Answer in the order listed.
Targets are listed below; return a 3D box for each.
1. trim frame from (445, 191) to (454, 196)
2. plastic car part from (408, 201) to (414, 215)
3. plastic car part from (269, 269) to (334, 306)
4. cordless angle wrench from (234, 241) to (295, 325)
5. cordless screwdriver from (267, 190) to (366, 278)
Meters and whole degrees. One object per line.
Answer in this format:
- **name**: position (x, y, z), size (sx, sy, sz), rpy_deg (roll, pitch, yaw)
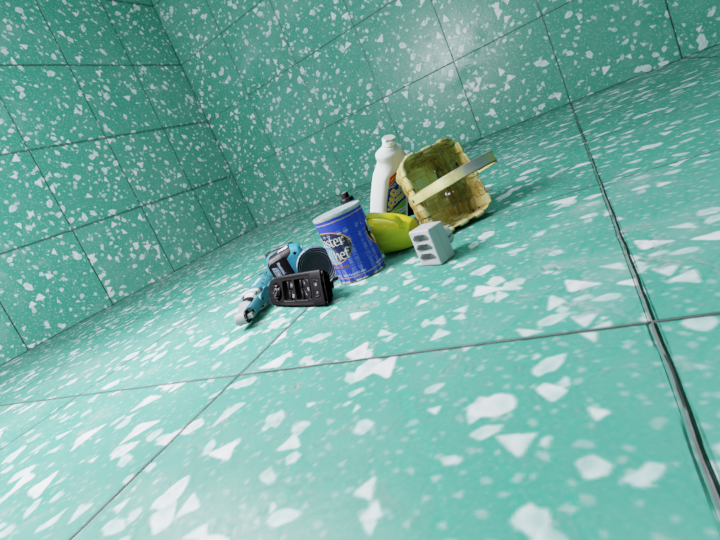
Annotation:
- **trim frame**: position (0.172, -0.214, 1.155), size (0.249, 0.027, 0.183), rpy_deg (3, -1, 1)
- **plastic car part**: position (0.147, -0.180, 1.117), size (0.071, 0.067, 0.114), rpy_deg (-14, -5, 5)
- **plastic car part**: position (-0.117, 0.034, 0.845), size (0.211, 0.066, 0.065), rpy_deg (-9, 9, 46)
- **cordless angle wrench**: position (-0.226, 0.030, 1.026), size (0.099, 0.073, 0.427), rpy_deg (-22, 16, 10)
- **cordless screwdriver**: position (-0.094, -0.061, 0.957), size (0.249, 0.157, 0.075), rpy_deg (-26, 10, 0)
